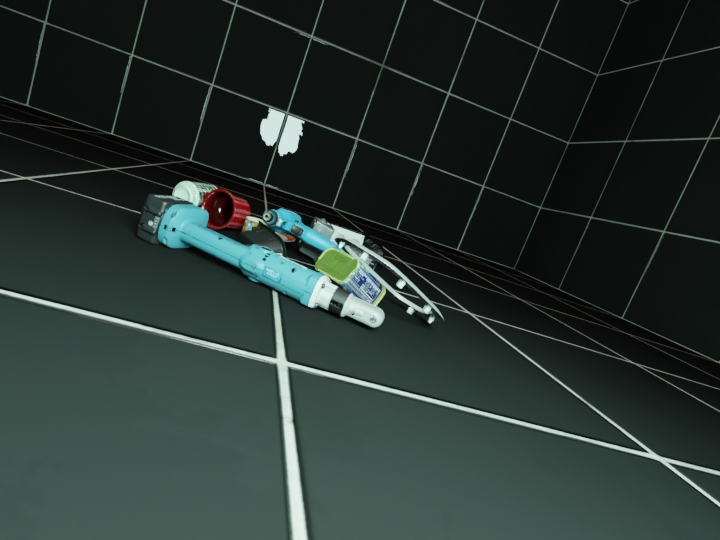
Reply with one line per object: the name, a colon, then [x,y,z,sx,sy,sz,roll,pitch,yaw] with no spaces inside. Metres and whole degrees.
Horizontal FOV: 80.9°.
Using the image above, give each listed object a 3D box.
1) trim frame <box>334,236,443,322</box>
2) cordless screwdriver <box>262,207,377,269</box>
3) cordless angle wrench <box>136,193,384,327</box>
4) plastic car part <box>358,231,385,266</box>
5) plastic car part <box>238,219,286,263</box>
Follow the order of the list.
trim frame: [0.047,0.021,0.744,0.236,0.027,0.193,41,-8,-31]
cordless screwdriver: [-0.086,-0.056,0.881,0.256,0.074,0.155,31,6,13]
cordless angle wrench: [-0.160,-0.011,0.674,0.434,0.074,0.096,24,11,13]
plastic car part: [0.020,-0.067,1.293,0.065,0.065,0.212,5,16,-24]
plastic car part: [-0.201,-0.046,0.824,0.068,0.065,0.123,-7,28,-36]
